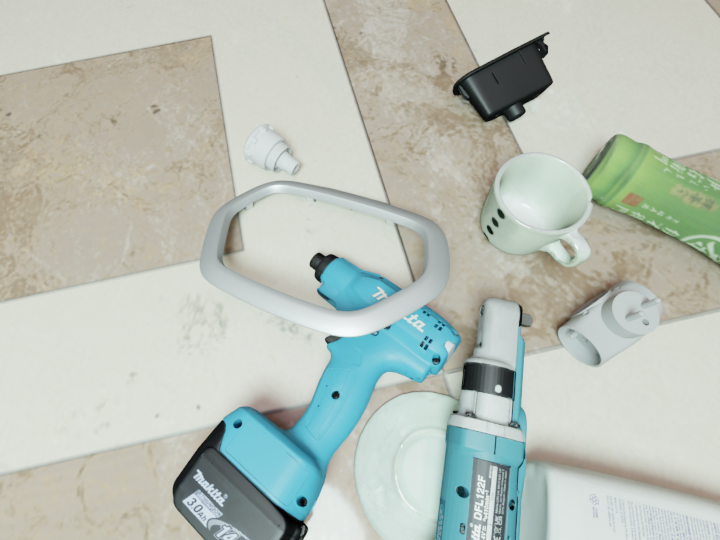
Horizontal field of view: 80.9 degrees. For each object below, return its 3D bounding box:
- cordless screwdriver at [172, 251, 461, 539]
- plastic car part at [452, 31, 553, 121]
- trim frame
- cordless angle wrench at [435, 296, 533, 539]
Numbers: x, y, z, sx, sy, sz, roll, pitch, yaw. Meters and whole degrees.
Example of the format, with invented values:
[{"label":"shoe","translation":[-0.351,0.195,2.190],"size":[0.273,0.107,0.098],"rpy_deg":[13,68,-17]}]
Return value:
[{"label":"cordless screwdriver","translation":[-0.048,0.099,0.364],"size":[0.166,0.071,0.247],"rpy_deg":[34,69,24]},{"label":"plastic car part","translation":[0.172,-0.212,0.496],"size":[0.116,0.066,0.072],"rpy_deg":[-31,85,-7]},{"label":"trim frame","translation":[-0.040,-0.026,0.408],"size":[0.259,0.026,0.184],"rpy_deg":[16,51,23]},{"label":"cordless angle wrench","translation":[0.077,0.222,0.291],"size":[0.099,0.073,0.428],"rpy_deg":[11,71,3]}]
